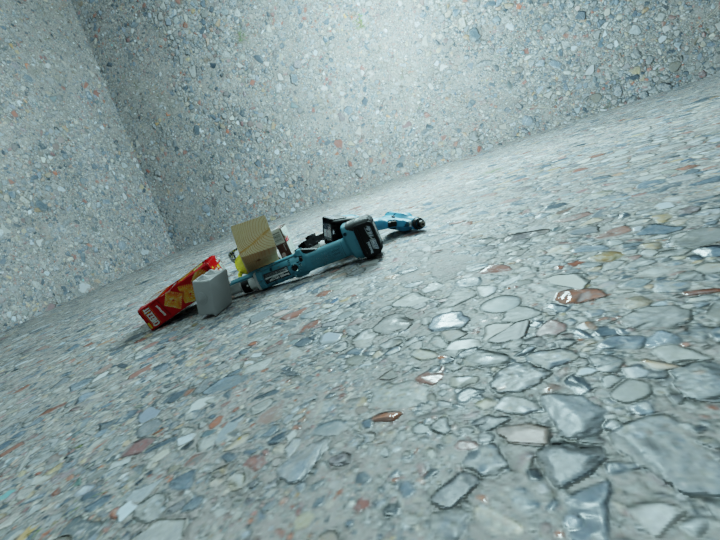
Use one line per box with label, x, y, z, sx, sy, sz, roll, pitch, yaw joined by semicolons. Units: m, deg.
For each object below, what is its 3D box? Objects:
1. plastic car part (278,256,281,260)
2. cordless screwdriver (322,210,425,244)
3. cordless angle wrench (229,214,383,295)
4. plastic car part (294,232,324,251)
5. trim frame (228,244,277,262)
plastic car part;-0.287;-0.036;1.250;0.070;0.113;0.068;-49;19;-19
cordless screwdriver;0.033;-0.115;1.107;0.241;0.073;0.166;-11;15;-24
cordless angle wrench;-0.155;-0.016;1.040;0.429;0.096;0.074;-21;10;13
plastic car part;-0.124;-0.081;1.270;0.197;0.068;0.067;-23;-13;-35
trim frame;-0.358;-0.067;1.447;0.182;0.028;0.246;-21;-10;-11
